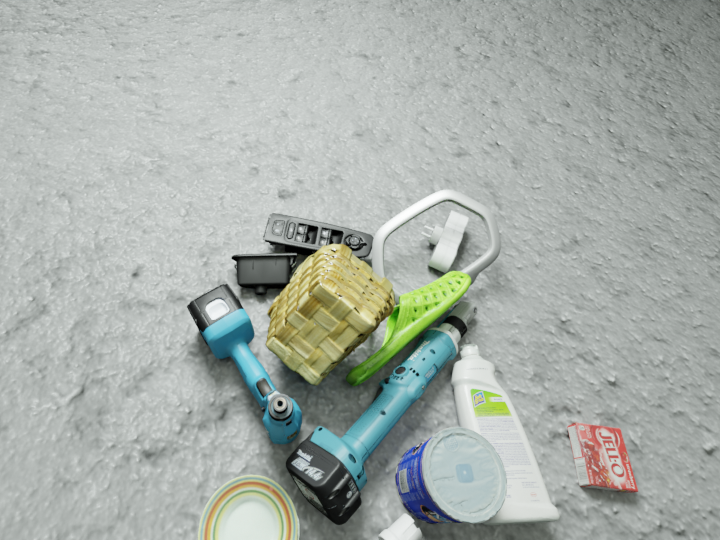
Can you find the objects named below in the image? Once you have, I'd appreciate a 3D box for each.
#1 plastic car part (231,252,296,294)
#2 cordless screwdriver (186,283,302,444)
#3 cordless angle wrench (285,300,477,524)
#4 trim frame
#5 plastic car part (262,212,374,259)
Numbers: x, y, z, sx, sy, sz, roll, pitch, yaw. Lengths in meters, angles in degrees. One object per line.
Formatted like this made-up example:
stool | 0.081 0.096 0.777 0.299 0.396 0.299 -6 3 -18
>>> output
plastic car part | -0.171 0.008 0.760 0.115 0.065 0.072 -4 73 -6
cordless screwdriver | -0.167 0.129 0.619 0.073 0.155 0.259 -30 64 -22
cordless angle wrench | 0.069 0.177 0.657 0.416 0.072 0.103 -40 26 -32
trim frame | 0.136 -0.037 0.775 0.248 0.027 0.184 -33 89 0
plastic car part | -0.078 -0.051 0.796 0.204 0.065 0.068 8 50 3
